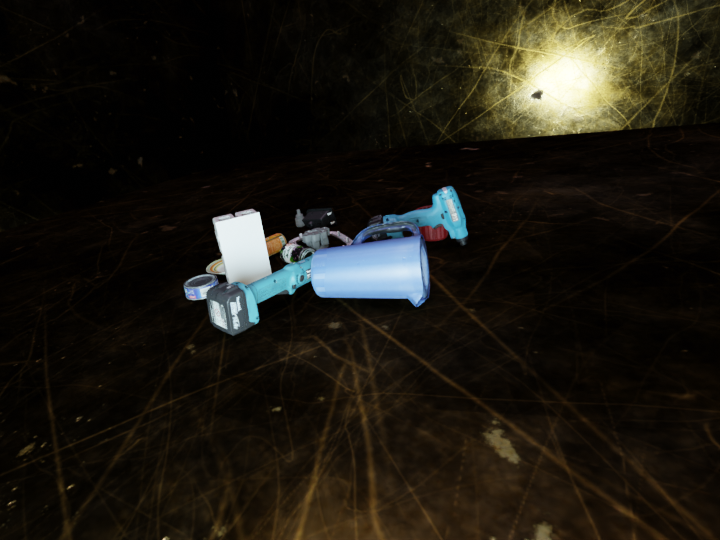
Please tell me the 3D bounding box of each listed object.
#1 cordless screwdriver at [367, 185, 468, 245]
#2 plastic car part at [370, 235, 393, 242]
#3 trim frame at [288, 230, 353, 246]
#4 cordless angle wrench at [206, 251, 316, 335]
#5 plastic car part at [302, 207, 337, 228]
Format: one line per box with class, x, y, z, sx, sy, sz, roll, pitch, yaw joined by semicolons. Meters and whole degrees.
cordless screwdriver;0.151;-0.107;1.121;0.253;0.156;0.075;-19;14;14
plastic car part;0.006;-0.020;1.040;0.198;0.064;0.071;-17;49;-22
trim frame;-0.124;-0.081;1.266;0.181;0.027;0.260;-17;26;-16
cordless angle wrench;-0.155;0.015;0.977;0.078;0.096;0.410;13;27;36
plastic car part;-0.151;-0.172;1.459;0.122;0.063;0.070;3;38;33
